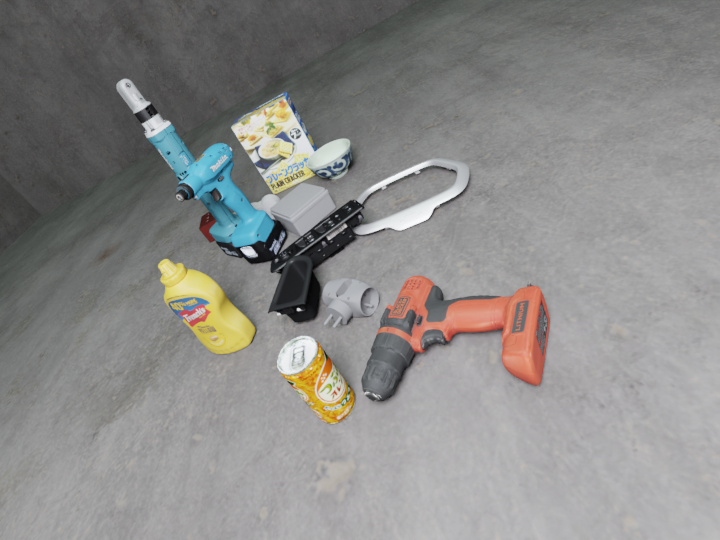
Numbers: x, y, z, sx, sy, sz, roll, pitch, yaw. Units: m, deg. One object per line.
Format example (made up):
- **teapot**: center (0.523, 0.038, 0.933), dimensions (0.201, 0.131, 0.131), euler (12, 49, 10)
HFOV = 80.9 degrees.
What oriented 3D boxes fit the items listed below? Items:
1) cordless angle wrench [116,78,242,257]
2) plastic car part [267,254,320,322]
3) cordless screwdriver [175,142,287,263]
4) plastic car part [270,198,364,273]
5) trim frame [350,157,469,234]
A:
- **cordless angle wrench**: center (-0.360, -0.205, 0.893), dimensions (0.103, 0.404, 0.074), euler (9, 48, 46)
- **plastic car part**: center (-0.093, 0.036, 0.680), dimensions (0.068, 0.068, 0.119), euler (-16, 36, 22)
- **cordless screwdriver**: center (-0.255, -0.113, 0.843), dimensions (0.077, 0.237, 0.160), euler (-9, 38, 31)
- **plastic car part**: center (-0.076, -0.050, 0.778), dimensions (0.203, 0.064, 0.069), euler (-33, 33, -2)
- **trim frame**: center (0.084, -0.142, 0.803), dimensions (0.253, 0.026, 0.190), euler (-22, 35, 14)
